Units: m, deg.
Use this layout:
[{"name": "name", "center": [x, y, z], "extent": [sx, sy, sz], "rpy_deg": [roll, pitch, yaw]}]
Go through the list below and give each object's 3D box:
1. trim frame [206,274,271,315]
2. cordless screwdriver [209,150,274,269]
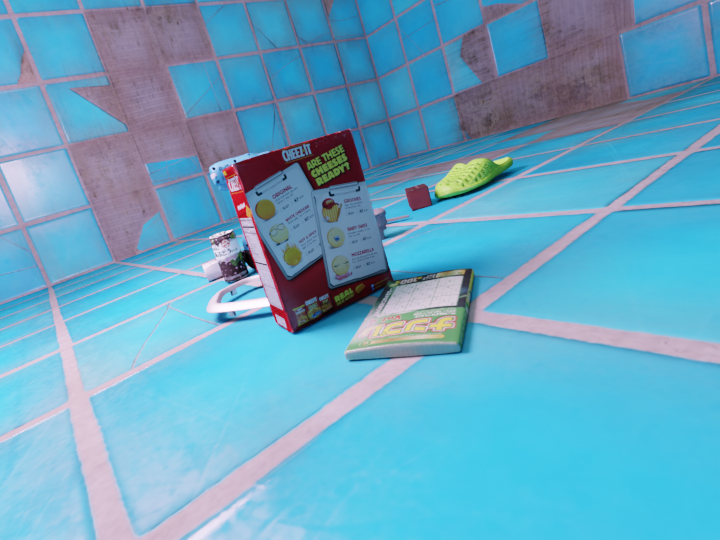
[{"name": "trim frame", "center": [-0.138, 0.028, 0.691], "extent": [0.256, 0.027, 0.182], "rpy_deg": [-11, 17, 23]}, {"name": "cordless screwdriver", "center": [-0.218, -0.136, 0.935], "extent": [0.156, 0.244, 0.077], "rpy_deg": [-22, 12, -20]}]
